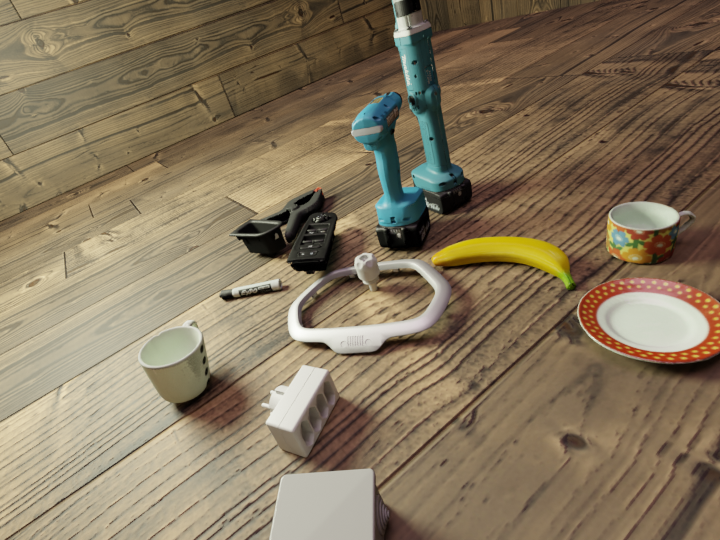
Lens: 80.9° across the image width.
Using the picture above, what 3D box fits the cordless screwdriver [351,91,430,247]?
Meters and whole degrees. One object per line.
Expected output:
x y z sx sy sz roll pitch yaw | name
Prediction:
0.060 -0.170 0.718 0.077 0.239 0.159 -2 34 27 | cordless screwdriver

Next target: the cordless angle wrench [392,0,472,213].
0.109 -0.301 0.729 0.073 0.407 0.103 -28 31 -17 | cordless angle wrench

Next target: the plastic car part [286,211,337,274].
-0.076 -0.050 0.776 0.068 0.064 0.207 -12 33 12 | plastic car part

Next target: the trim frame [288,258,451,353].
0.007 0.046 0.622 0.256 0.026 0.186 -8 34 19 | trim frame

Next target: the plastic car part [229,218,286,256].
-0.197 -0.061 0.858 0.123 0.068 0.065 9 41 39 | plastic car part
